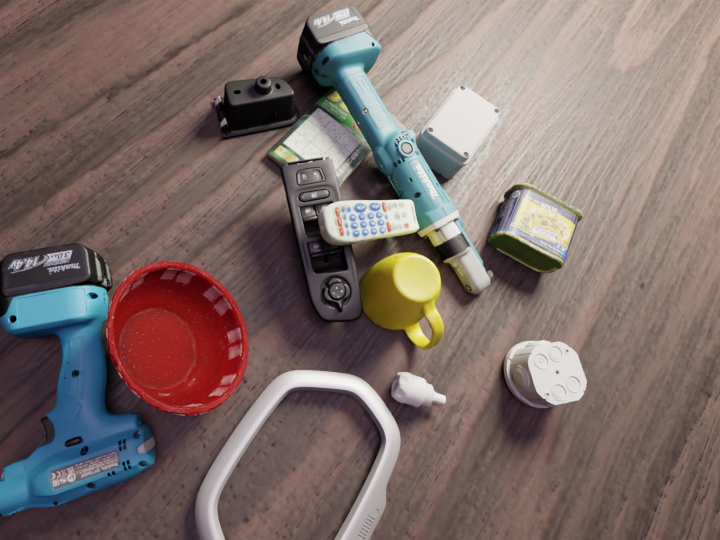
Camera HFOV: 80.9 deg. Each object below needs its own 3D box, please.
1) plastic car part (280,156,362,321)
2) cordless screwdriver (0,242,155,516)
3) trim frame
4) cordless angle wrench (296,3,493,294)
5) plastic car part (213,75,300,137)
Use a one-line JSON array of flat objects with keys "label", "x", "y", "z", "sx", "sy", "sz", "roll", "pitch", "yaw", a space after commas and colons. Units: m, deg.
[{"label": "plastic car part", "x": -0.051, "y": -0.033, "z": 0.522, "sx": 0.064, "sy": 0.068, "sz": 0.206, "roll": -10, "pitch": 77, "yaw": -22}, {"label": "cordless screwdriver", "x": -0.319, "y": 0.105, "z": 0.434, "sx": 0.156, "sy": 0.074, "sz": 0.253, "roll": -16, "pitch": 78, "yaw": -14}, {"label": "trim frame", "x": -0.061, "y": 0.226, "z": 0.454, "sx": 0.186, "sy": 0.027, "sz": 0.248, "roll": 32, "pitch": 68, "yaw": 4}, {"label": "cordless angle wrench", "x": 0.052, "y": -0.156, "z": 0.573, "sx": 0.096, "sy": 0.075, "sz": 0.427, "roll": -28, "pitch": 84, "yaw": -20}, {"label": "plastic car part", "x": -0.141, "y": -0.234, "z": 0.578, "sx": 0.115, "sy": 0.070, "sz": 0.067, "roll": -14, "pitch": 77, "yaw": -11}]
